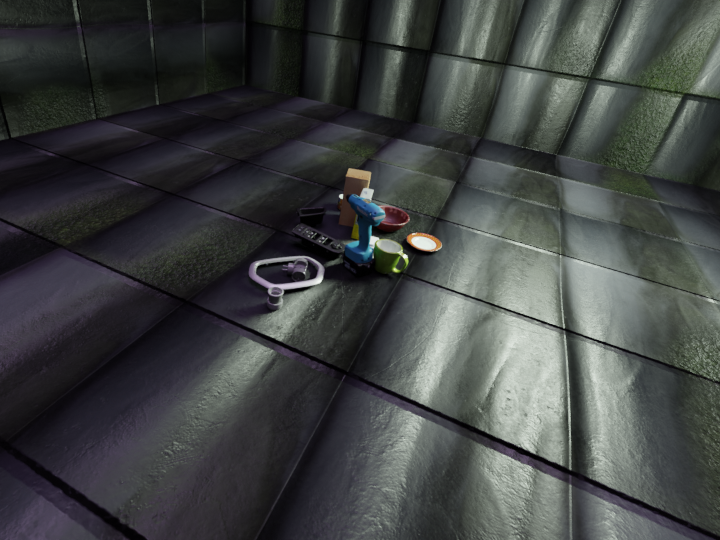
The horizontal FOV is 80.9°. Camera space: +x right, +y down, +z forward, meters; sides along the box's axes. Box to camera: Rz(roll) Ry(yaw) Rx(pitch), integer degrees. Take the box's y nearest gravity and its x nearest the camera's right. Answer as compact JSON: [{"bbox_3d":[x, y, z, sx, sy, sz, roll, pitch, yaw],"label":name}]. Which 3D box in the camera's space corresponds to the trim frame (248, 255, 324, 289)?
[{"bbox_3d":[-0.232,0.004,1.343,0.241,0.027,0.194,-10,37,-24],"label":"trim frame"}]

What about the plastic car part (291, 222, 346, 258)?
[{"bbox_3d":[-0.144,-0.094,1.473,0.211,0.065,0.065,23,35,22],"label":"plastic car part"}]

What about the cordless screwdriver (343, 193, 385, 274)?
[{"bbox_3d":[-0.007,-0.120,1.375,0.072,0.243,0.168,-15,40,-35],"label":"cordless screwdriver"}]

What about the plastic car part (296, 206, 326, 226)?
[{"bbox_3d":[-0.187,-0.202,1.625,0.113,0.069,0.069,-5,35,-19],"label":"plastic car part"}]
